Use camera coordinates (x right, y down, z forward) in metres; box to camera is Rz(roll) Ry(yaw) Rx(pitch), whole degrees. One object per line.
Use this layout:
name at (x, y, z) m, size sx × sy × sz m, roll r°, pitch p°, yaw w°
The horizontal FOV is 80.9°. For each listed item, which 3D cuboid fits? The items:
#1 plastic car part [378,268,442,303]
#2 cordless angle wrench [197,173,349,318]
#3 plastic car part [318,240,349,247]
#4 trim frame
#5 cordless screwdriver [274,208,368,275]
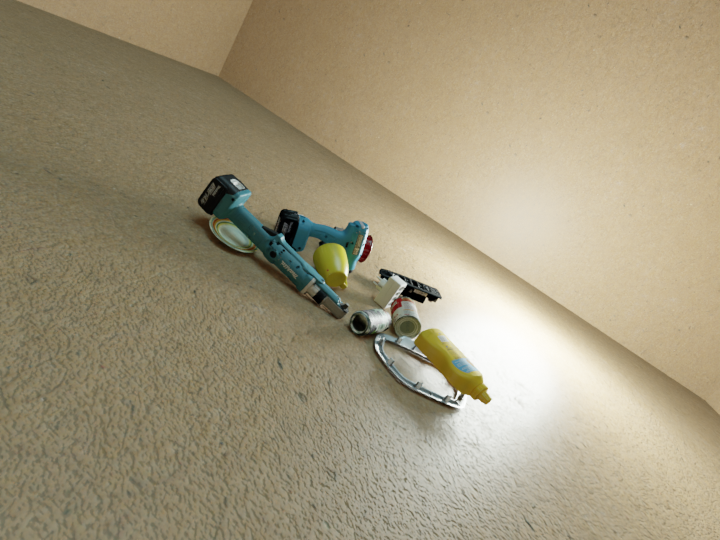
plastic car part at (0.140, 0.051, 1.282) m, size 0.201 × 0.067 × 0.067 m, roll 25°, pitch 27°, yaw -6°
cordless angle wrench at (-0.189, -0.046, 0.965) m, size 0.426 × 0.098 × 0.073 m, roll 44°, pitch 22°, yaw 4°
plastic car part at (-0.081, -0.072, 1.237) m, size 0.068 × 0.066 × 0.122 m, roll 0°, pitch -2°, yaw -37°
trim frame at (0.137, 0.215, 0.940) m, size 0.242 × 0.027 × 0.189 m, roll 25°, pitch 19°, yaw -15°
cordless screwdriver at (-0.112, -0.073, 1.144) m, size 0.243 × 0.157 × 0.077 m, roll 10°, pitch 22°, yaw -14°
